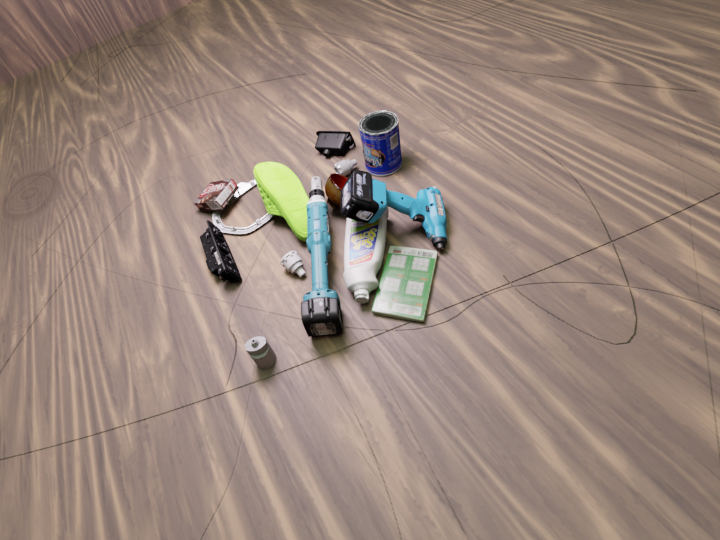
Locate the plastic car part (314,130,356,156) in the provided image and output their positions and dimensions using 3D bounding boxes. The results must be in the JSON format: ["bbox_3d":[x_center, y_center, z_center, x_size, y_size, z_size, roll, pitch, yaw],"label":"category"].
[{"bbox_3d":[-0.083,-0.367,1.242,0.121,0.063,0.071,9,69,24],"label":"plastic car part"}]

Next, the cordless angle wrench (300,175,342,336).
[{"bbox_3d":[-0.094,-0.061,0.959,0.075,0.094,0.437,-8,54,2],"label":"cordless angle wrench"}]

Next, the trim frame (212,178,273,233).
[{"bbox_3d":[-0.301,-0.190,1.176,0.246,0.026,0.194,-43,53,-17],"label":"trim frame"}]

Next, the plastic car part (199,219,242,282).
[{"bbox_3d":[-0.357,-0.042,1.057,0.067,0.062,0.213,-40,51,14],"label":"plastic car part"}]

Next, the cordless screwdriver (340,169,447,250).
[{"bbox_3d":[0.082,-0.130,0.943,0.241,0.074,0.164,8,59,-19],"label":"cordless screwdriver"}]
